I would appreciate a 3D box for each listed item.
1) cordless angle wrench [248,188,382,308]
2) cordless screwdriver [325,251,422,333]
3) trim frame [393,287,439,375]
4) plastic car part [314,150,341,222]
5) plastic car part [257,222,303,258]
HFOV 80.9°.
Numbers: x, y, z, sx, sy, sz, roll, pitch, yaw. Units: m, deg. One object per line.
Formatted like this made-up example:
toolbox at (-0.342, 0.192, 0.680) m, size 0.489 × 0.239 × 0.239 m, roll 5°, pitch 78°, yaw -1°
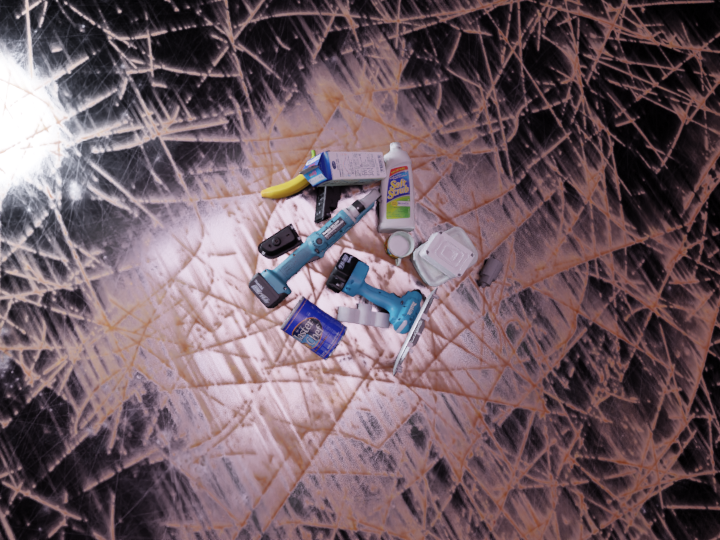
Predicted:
cordless angle wrench at (-0.109, -0.071, 1.114) m, size 0.422 × 0.074 × 0.098 m, roll -42°, pitch 89°, yaw -5°
cordless screwdriver at (0.044, 0.045, 1.106) m, size 0.253 × 0.074 × 0.158 m, roll 32°, pitch 40°, yaw 7°
trim frame at (0.141, 0.154, 1.058) m, size 0.028 × 0.178 × 0.249 m, roll 24°, pitch 82°, yaw 13°
plastic car part at (-0.084, -0.231, 1.156) m, size 0.065 × 0.067 × 0.204 m, roll 4°, pitch 82°, yaw -16°
plastic car part at (-0.215, -0.076, 1.121) m, size 0.115 × 0.071 × 0.066 m, roll -31°, pitch 87°, yaw -11°
